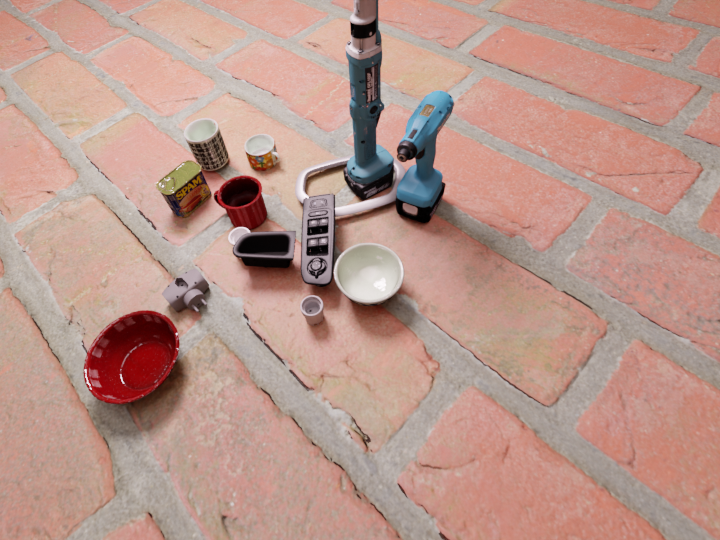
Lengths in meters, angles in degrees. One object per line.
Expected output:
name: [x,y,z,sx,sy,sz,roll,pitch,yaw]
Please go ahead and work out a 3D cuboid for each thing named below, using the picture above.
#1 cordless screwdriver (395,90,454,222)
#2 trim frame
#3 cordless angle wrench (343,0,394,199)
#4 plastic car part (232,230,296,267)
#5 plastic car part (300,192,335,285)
cordless screwdriver: [0.106,-0.182,0.772,0.077,0.240,0.159,24,61,18]
trim frame: [-0.022,-0.194,0.928,0.247,0.026,0.192,-17,55,-4]
cordless angle wrench: [0.011,-0.304,0.767,0.097,0.408,0.078,-28,59,-15]
plastic car part: [-0.179,-0.032,0.813,0.118,0.068,0.068,-1,56,6]
plastic car part: [-0.080,-0.052,0.815,0.067,0.064,0.209,-3,55,3]
